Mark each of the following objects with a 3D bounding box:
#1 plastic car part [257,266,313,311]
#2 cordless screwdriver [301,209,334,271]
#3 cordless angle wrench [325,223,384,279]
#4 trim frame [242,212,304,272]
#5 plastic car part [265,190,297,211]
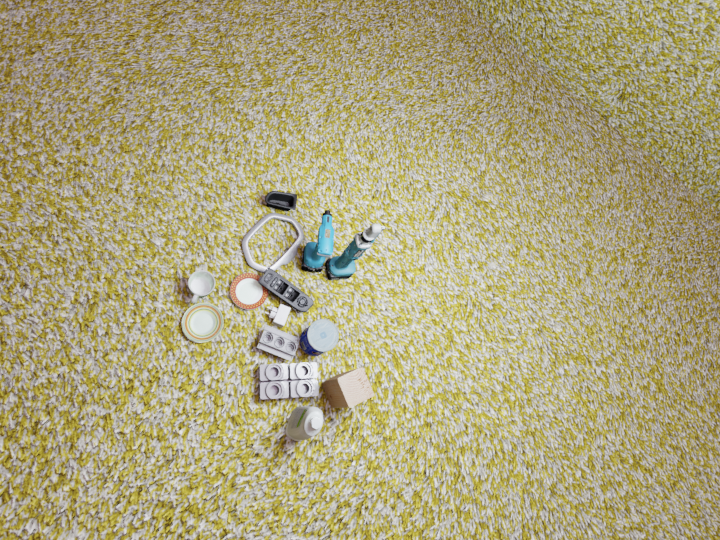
[{"bbox_3d":[-0.259,0.077,1.464,0.203,0.067,0.066,34,65,0],"label":"plastic car part"},{"bbox_3d":[-0.143,-0.093,1.458,0.073,0.250,0.162,9,70,-16],"label":"cordless screwdriver"},{"bbox_3d":[-0.021,-0.061,1.381,0.095,0.425,0.076,-3,74,-20],"label":"cordless angle wrench"},{"bbox_3d":[-0.317,-0.103,1.540,0.185,0.027,0.247,38,65,2],"label":"trim frame"},{"bbox_3d":[-0.301,-0.253,1.579,0.114,0.071,0.067,8,69,-12],"label":"plastic car part"}]
